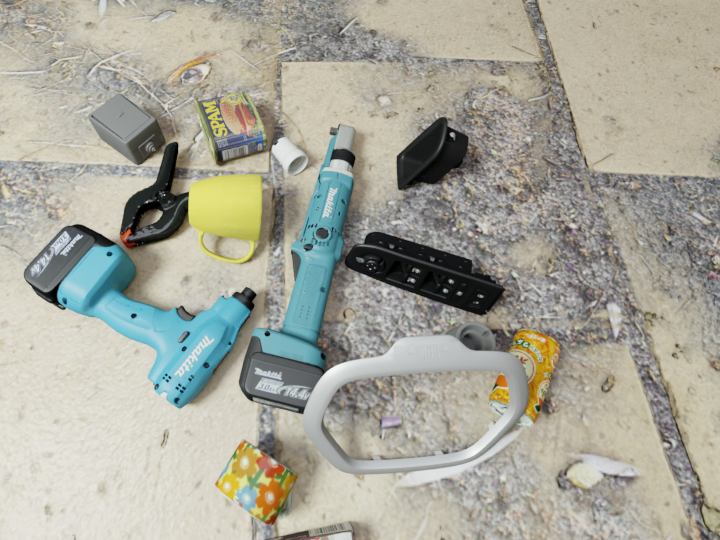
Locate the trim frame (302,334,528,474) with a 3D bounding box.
[{"bbox_3d":[0.062,0.150,0.453,0.246,0.180,0.028,-1,26,-5],"label":"trim frame"}]

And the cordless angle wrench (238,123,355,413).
[{"bbox_3d":[-0.056,-0.036,0.571,0.098,0.073,0.430,12,63,-1],"label":"cordless angle wrench"}]

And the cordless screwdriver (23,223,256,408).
[{"bbox_3d":[-0.263,0.031,0.523,0.252,0.073,0.159,33,67,6],"label":"cordless screwdriver"}]

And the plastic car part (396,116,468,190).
[{"bbox_3d":[0.113,-0.166,0.623,0.068,0.119,0.067,14,65,-28],"label":"plastic car part"}]

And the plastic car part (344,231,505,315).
[{"bbox_3d":[0.082,-0.006,0.569,0.204,0.065,0.068,15,56,2],"label":"plastic car part"}]
